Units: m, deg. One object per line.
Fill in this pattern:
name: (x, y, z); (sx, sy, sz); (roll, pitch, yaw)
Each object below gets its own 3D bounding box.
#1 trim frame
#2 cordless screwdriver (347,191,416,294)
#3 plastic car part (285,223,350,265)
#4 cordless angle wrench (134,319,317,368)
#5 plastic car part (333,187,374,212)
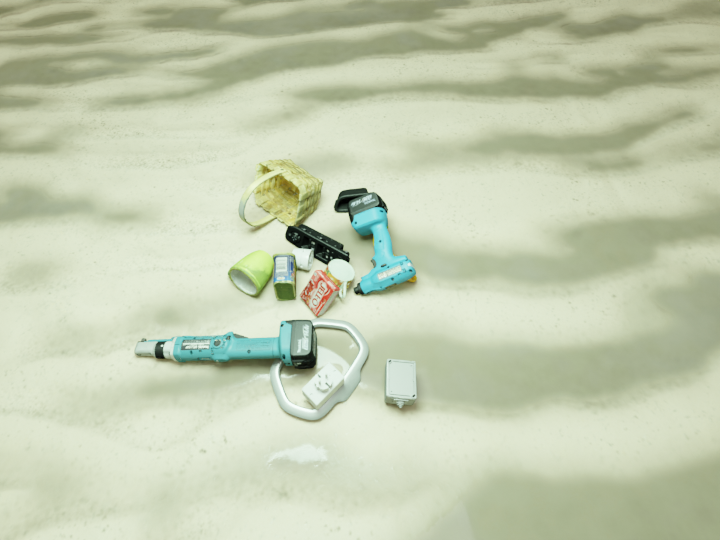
trim frame: (-0.091, 0.213, 0.953); (0.191, 0.027, 0.247); (29, 59, 21)
cordless screwdriver: (0.026, -0.067, 1.083); (0.162, 0.070, 0.257); (-26, 64, 16)
plastic car part: (-0.110, -0.072, 1.128); (0.210, 0.064, 0.066); (26, 50, 18)
cordless angle wrench: (-0.312, 0.173, 0.953); (0.428, 0.071, 0.101); (-4, 53, 8)
plastic car part: (-0.020, -0.211, 1.227); (0.117, 0.064, 0.073); (-2, 41, 3)
